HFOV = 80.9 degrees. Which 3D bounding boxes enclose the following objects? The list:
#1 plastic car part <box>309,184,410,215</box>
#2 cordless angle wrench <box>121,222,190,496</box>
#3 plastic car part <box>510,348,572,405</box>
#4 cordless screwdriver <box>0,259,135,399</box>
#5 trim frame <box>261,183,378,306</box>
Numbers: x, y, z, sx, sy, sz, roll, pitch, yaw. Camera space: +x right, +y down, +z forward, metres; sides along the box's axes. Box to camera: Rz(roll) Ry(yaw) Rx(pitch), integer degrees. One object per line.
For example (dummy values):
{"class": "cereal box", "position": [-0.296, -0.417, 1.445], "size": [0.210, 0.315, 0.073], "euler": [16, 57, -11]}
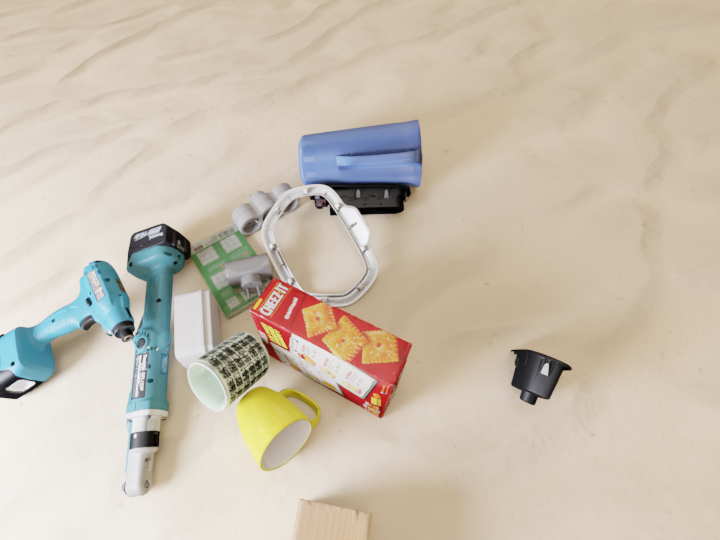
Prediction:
{"class": "plastic car part", "position": [0.001, -0.138, 0.836], "size": [0.203, 0.064, 0.069], "euler": [-5, 68, 1]}
{"class": "cordless angle wrench", "position": [-0.340, 0.123, 0.689], "size": [0.100, 0.071, 0.437], "euler": [-17, 60, 12]}
{"class": "plastic car part", "position": [0.250, 0.156, 0.608], "size": [0.068, 0.113, 0.071], "euler": [22, 85, 14]}
{"class": "cordless screwdriver", "position": [-0.478, 0.112, 0.674], "size": [0.248, 0.071, 0.167], "euler": [-39, 61, -5]}
{"class": "trim frame", "position": [-0.076, -0.049, 0.773], "size": [0.183, 0.027, 0.256], "euler": [-28, 72, -5]}
